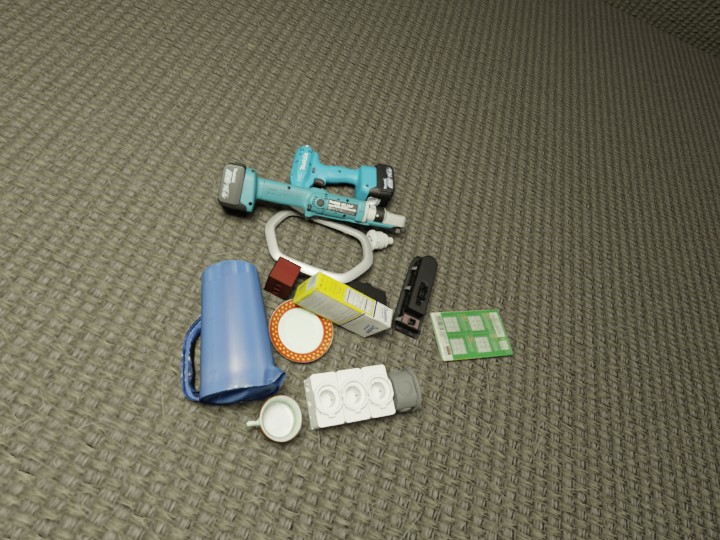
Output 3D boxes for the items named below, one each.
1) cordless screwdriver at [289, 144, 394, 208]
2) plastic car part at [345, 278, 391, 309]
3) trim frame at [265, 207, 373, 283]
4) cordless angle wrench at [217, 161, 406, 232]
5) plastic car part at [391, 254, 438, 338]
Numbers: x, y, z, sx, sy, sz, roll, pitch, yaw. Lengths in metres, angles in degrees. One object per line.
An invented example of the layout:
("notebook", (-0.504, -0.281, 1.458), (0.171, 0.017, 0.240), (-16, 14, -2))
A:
("cordless screwdriver", (-0.047, -0.204, 1.014), (0.246, 0.074, 0.162), (12, 61, -6))
("plastic car part", (0.005, 0.056, 0.902), (0.114, 0.065, 0.073), (17, 46, -12))
("trim frame", (-0.091, -0.060, 0.931), (0.249, 0.027, 0.187), (17, 51, 2))
("cordless angle wrench", (-0.096, -0.148, 0.934), (0.413, 0.076, 0.097), (10, 96, -13))
("plastic car part", (0.129, 0.043, 0.943), (0.066, 0.066, 0.205), (21, 56, 0))
